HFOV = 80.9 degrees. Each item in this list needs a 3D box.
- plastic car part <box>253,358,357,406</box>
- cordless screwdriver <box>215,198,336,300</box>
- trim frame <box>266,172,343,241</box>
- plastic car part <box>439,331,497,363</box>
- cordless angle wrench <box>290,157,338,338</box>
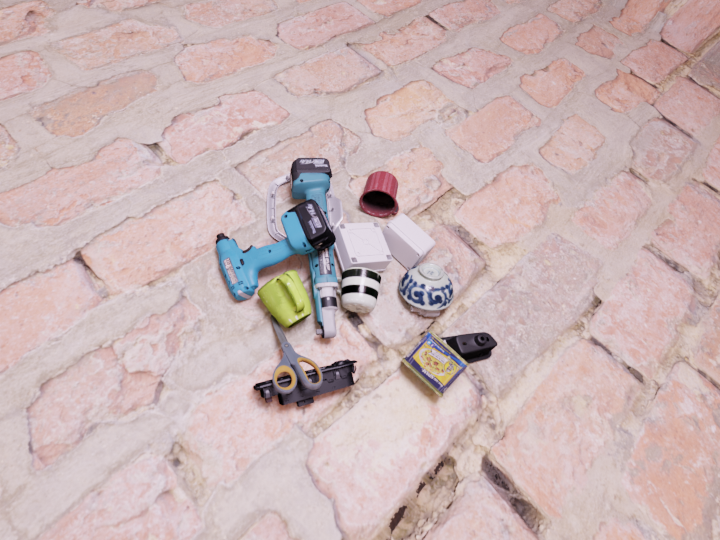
[{"bbox_3d":[-0.093,0.211,0.790,0.198,0.066,0.069,-15,74,-20],"label":"plastic car part"},{"bbox_3d":[-0.187,-0.063,0.886,0.250,0.071,0.165,-31,66,6],"label":"cordless screwdriver"},{"bbox_3d":[-0.135,-0.151,1.029,0.181,0.027,0.256,2,57,-11],"label":"trim frame"},{"bbox_3d":[0.231,0.155,0.882,0.114,0.070,0.068,-8,63,-14],"label":"plastic car part"},{"bbox_3d":[-0.091,-0.060,0.932,0.096,0.073,0.436,-3,63,-12],"label":"cordless angle wrench"}]
